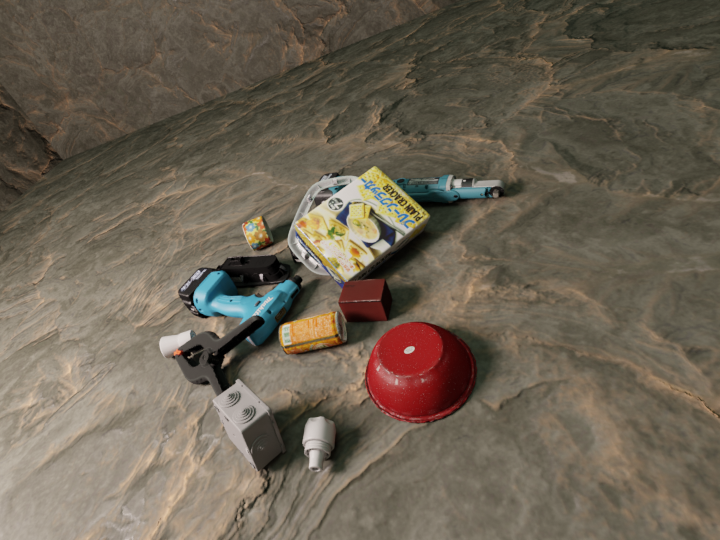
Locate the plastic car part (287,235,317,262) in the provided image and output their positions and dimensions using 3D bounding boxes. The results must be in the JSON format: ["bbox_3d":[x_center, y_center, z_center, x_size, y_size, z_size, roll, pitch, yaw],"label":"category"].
[{"bbox_3d":[-0.090,-0.059,0.919,0.115,0.063,0.075,-39,54,-22],"label":"plastic car part"}]

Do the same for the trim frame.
[{"bbox_3d":[-0.048,-0.103,0.891,0.188,0.027,0.250,16,64,11],"label":"trim frame"}]

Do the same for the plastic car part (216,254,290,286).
[{"bbox_3d":[-0.247,-0.005,0.940,0.211,0.064,0.066,0,36,27],"label":"plastic car part"}]

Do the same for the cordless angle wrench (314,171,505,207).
[{"bbox_3d":[0.093,-0.176,0.942,0.442,0.071,0.098,4,45,30],"label":"cordless angle wrench"}]

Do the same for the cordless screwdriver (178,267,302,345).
[{"bbox_3d":[-0.245,0.049,0.865,0.262,0.071,0.158,13,51,35],"label":"cordless screwdriver"}]
